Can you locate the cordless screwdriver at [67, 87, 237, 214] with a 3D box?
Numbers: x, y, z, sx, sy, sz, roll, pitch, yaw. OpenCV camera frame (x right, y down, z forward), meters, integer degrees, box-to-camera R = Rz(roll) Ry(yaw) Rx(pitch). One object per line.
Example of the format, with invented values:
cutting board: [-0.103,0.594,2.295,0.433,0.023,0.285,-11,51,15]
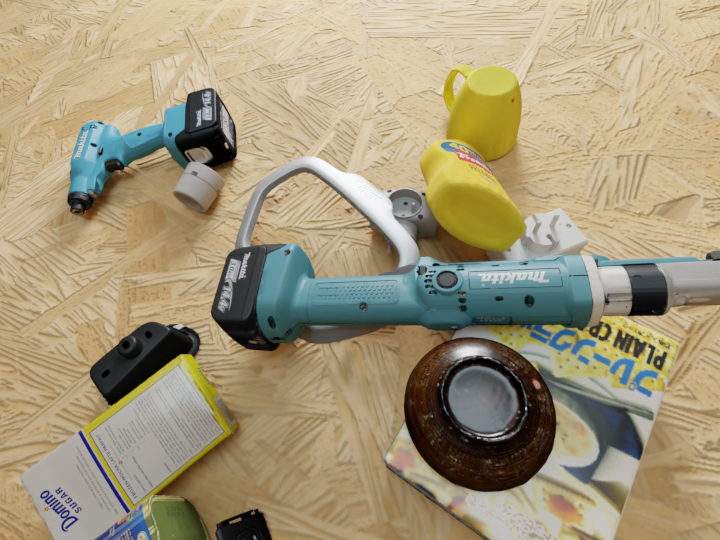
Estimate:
cordless screwdriver: [-0.308,-0.168,0.615,0.252,0.071,0.164,-10,61,10]

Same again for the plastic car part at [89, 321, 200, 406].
plastic car part: [-0.239,0.095,0.456,0.069,0.068,0.116,39,77,22]

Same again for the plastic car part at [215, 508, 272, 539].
plastic car part: [-0.073,0.301,0.314,0.067,0.063,0.213,-36,61,0]

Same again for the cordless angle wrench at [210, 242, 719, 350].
cordless angle wrench: [0.076,0.020,0.371,0.435,0.071,0.100,-3,56,18]

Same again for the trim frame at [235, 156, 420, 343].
trim frame: [-0.048,-0.031,0.489,0.184,0.026,0.261,-47,61,4]
